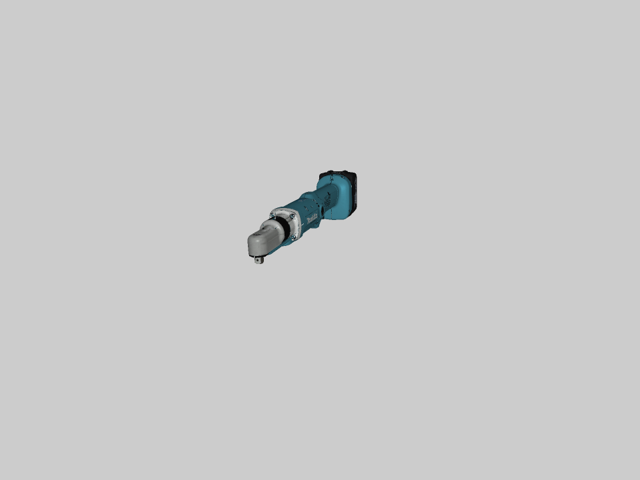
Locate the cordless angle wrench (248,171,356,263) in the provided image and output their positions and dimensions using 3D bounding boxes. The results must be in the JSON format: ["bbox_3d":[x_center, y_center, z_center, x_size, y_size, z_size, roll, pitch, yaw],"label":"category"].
[{"bbox_3d":[-0.021,-0.050,0.744,0.074,0.098,0.421,4,17,18],"label":"cordless angle wrench"}]
